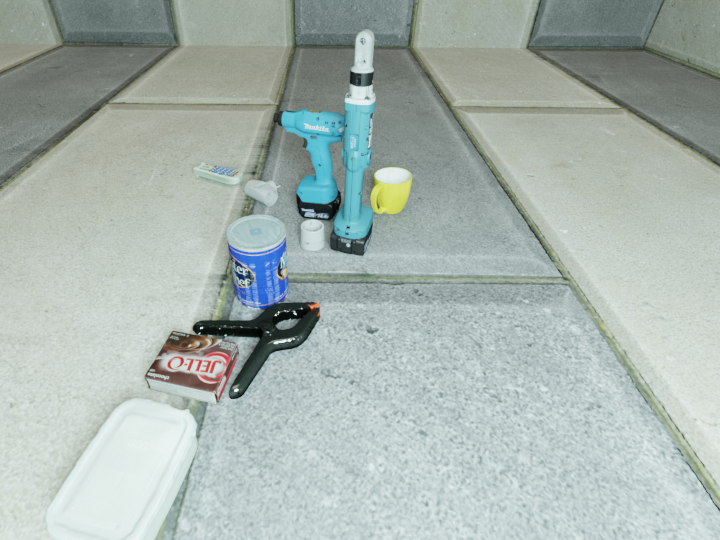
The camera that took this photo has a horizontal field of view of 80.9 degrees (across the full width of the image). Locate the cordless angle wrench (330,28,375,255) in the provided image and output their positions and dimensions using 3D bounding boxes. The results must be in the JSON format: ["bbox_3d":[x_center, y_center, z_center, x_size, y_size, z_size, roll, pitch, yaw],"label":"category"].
[{"bbox_3d":[-0.007,-0.218,0.795,0.076,0.411,0.098,13,39,10],"label":"cordless angle wrench"}]

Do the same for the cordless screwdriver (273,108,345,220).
[{"bbox_3d":[-0.115,-0.239,0.953,0.163,0.241,0.075,13,39,12],"label":"cordless screwdriver"}]
